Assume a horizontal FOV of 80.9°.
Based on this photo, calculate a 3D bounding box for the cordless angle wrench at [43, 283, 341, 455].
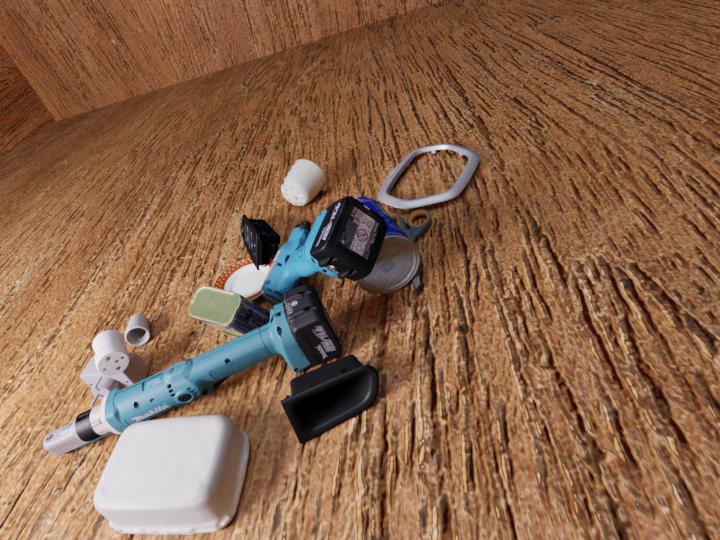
[{"bbox_3d":[-0.237,0.152,0.577,0.423,0.093,0.078,-25,41,0],"label":"cordless angle wrench"}]

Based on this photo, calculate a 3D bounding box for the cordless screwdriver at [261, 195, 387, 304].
[{"bbox_3d":[-0.063,-0.041,0.640,0.256,0.071,0.161,-23,42,53],"label":"cordless screwdriver"}]

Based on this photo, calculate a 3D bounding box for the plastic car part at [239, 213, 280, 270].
[{"bbox_3d":[-0.195,-0.067,0.814,0.065,0.065,0.213,-14,23,-23],"label":"plastic car part"}]

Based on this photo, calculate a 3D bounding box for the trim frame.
[{"bbox_3d":[0.138,-0.197,0.869,0.193,0.026,0.248,9,48,31],"label":"trim frame"}]

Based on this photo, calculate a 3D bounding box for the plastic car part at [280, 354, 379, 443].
[{"bbox_3d":[-0.040,0.144,0.523,0.115,0.064,0.074,-25,23,-12],"label":"plastic car part"}]
